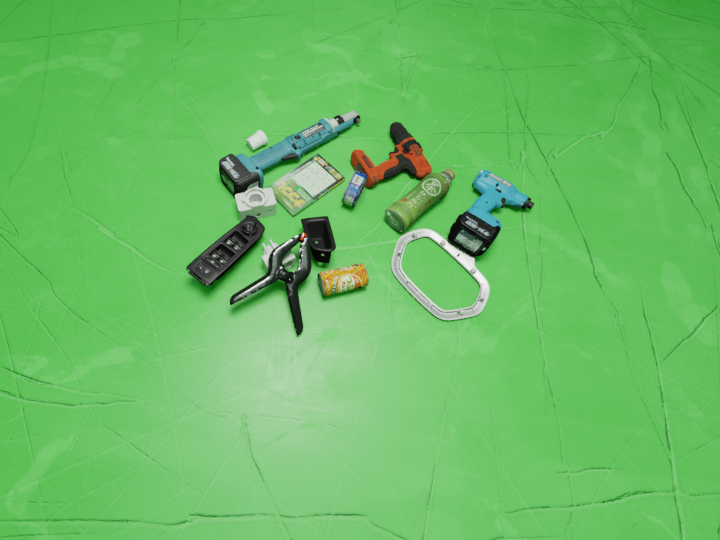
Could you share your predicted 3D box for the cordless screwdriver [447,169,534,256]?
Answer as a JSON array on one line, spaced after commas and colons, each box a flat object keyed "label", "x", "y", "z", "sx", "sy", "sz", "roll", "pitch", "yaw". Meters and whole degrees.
[{"label": "cordless screwdriver", "x": 0.325, "y": -0.137, "z": 1.037, "sx": 0.162, "sy": 0.073, "sz": 0.248, "roll": 30, "pitch": 55, "yaw": 8}]

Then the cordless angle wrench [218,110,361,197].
[{"label": "cordless angle wrench", "x": -0.166, "y": -0.325, "z": 1.098, "sx": 0.416, "sy": 0.073, "sz": 0.101, "roll": -36, "pitch": 73, "yaw": -23}]

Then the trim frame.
[{"label": "trim frame", "x": 0.185, "y": 0.004, "z": 0.984, "sx": 0.181, "sy": 0.027, "sz": 0.257, "roll": -37, "pitch": 70, "yaw": -22}]

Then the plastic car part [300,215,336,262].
[{"label": "plastic car part", "x": -0.094, "y": -0.062, "z": 0.965, "sx": 0.065, "sy": 0.069, "sz": 0.122, "roll": -8, "pitch": 49, "yaw": -12}]

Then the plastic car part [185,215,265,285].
[{"label": "plastic car part", "x": -0.287, "y": -0.040, "z": 0.936, "sx": 0.068, "sy": 0.065, "sz": 0.202, "roll": 29, "pitch": 59, "yaw": 14}]
